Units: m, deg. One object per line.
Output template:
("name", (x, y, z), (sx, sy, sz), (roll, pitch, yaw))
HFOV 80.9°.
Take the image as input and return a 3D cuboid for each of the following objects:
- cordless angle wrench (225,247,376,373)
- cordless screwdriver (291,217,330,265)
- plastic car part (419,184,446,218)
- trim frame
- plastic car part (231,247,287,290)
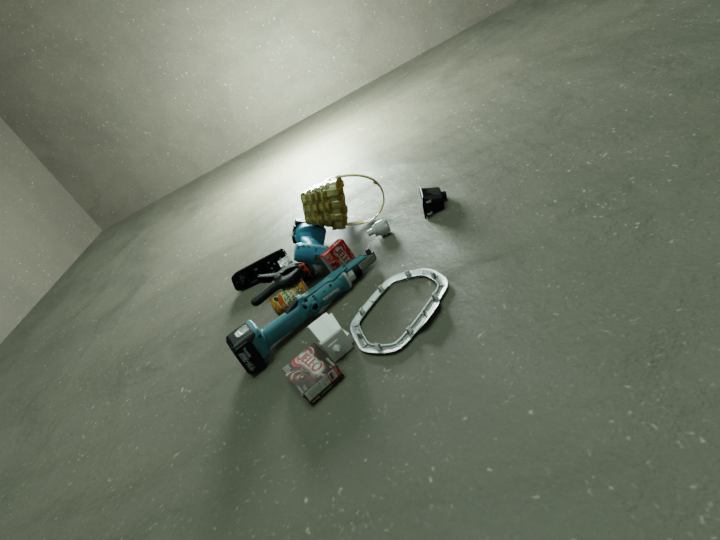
("cordless angle wrench", (-0.124, 0.079, 1.027), (0.418, 0.094, 0.078), (-37, 29, -17))
("cordless screwdriver", (-0.120, -0.079, 1.228), (0.156, 0.073, 0.257), (6, 20, -14))
("plastic car part", (0.201, -0.200, 1.163), (0.072, 0.063, 0.118), (-6, 33, 12))
("trim frame", (0.080, 0.077, 0.900), (0.194, 0.026, 0.246), (12, 50, 48))
("plastic car part", (-0.314, -0.005, 1.327), (0.204, 0.064, 0.069), (-28, 20, 7))
